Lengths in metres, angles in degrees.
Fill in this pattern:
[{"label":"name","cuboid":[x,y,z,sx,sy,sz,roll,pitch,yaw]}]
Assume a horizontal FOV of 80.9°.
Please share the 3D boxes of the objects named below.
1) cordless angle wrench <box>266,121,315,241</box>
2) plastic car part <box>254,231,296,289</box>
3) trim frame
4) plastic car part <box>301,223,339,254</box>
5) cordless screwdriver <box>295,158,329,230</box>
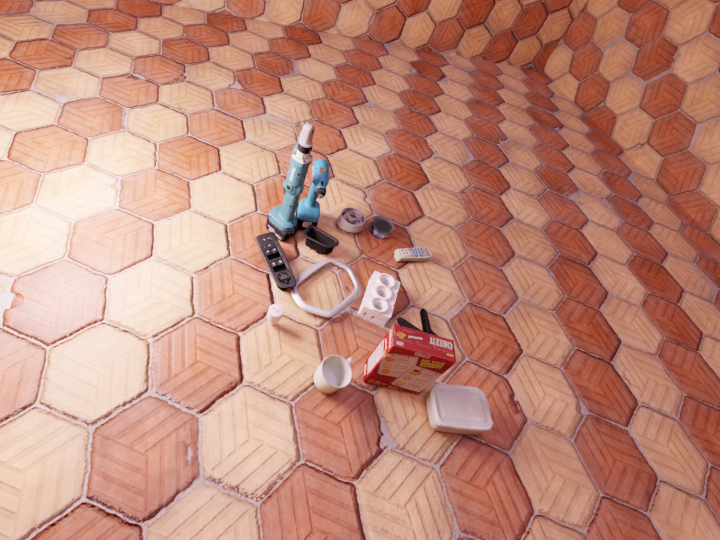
[{"label":"cordless angle wrench","cuboid":[-0.200,-0.259,1.270,0.101,0.419,0.073,41,48,12]},{"label":"plastic car part","cuboid":[-0.259,-0.019,1.281,0.064,0.066,0.212,-14,56,-30]},{"label":"trim frame","cuboid":[-0.105,0.049,1.302,0.190,0.027,0.244,38,49,15]},{"label":"plastic car part","cuboid":[-0.135,-0.088,1.381,0.118,0.070,0.065,31,47,7]},{"label":"cordless screwdriver","cuboid":[-0.154,-0.221,1.370,0.072,0.246,0.164,10,49,-16]}]
